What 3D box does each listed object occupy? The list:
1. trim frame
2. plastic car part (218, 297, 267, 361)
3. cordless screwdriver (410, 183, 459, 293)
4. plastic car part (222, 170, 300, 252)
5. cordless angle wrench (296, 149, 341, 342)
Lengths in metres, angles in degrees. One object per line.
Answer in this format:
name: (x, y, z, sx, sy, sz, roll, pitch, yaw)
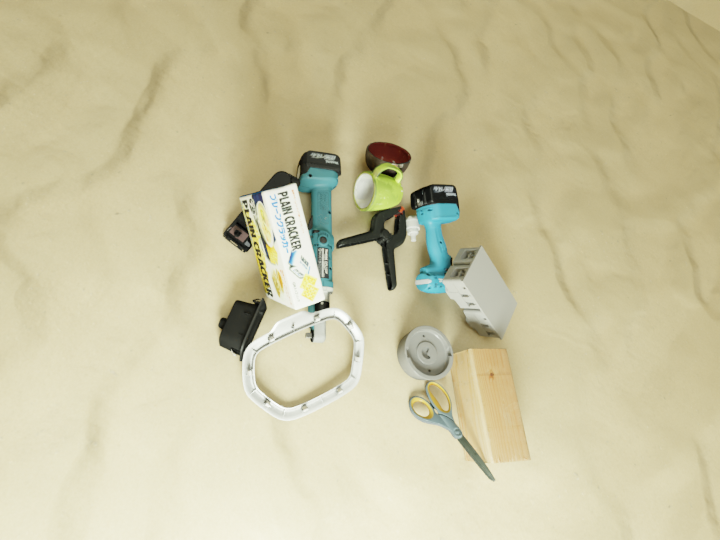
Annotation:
trim frame: (-0.102, 0.172, 0.800, 0.244, 0.028, 0.185, -21, 88, -17)
plastic car part: (-0.232, 0.104, 0.805, 0.072, 0.064, 0.117, 20, 65, 7)
cordless screwdriver: (0.197, -0.072, 0.984, 0.153, 0.077, 0.251, 2, 80, -29)
plastic car part: (-0.207, -0.139, 0.894, 0.068, 0.066, 0.202, 34, 72, 11)
cordless angle wrench: (-0.089, -0.058, 0.913, 0.095, 0.075, 0.432, 4, 68, -16)
